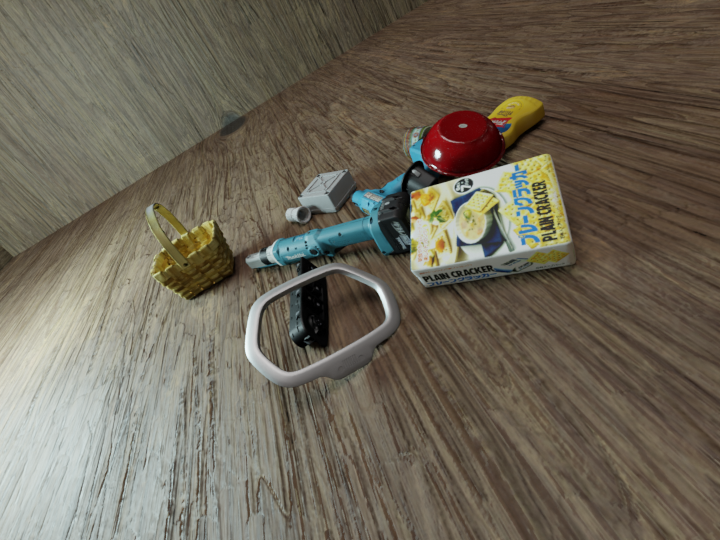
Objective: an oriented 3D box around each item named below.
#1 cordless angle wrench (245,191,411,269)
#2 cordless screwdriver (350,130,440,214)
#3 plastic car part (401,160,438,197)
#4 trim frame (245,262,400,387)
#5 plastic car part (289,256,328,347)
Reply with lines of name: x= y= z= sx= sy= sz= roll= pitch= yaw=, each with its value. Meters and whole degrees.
cordless angle wrench: x=-0.085 y=-0.055 z=0.865 sx=0.439 sy=0.093 sz=0.075 roll=-11 pitch=40 yaw=34
cordless screwdriver: x=0.097 y=-0.211 z=0.929 sx=0.247 sy=0.071 sz=0.168 roll=-42 pitch=35 yaw=-9
plastic car part: x=0.123 y=-0.142 z=0.796 sx=0.065 sy=0.111 sz=0.075 roll=-39 pitch=57 yaw=-13
trim frame: x=-0.059 y=0.077 z=0.651 sx=0.243 sy=0.027 sz=0.194 roll=-26 pitch=54 yaw=-20
plastic car part: x=-0.097 y=0.060 z=0.747 sx=0.068 sy=0.063 sz=0.211 roll=-35 pitch=32 yaw=12
